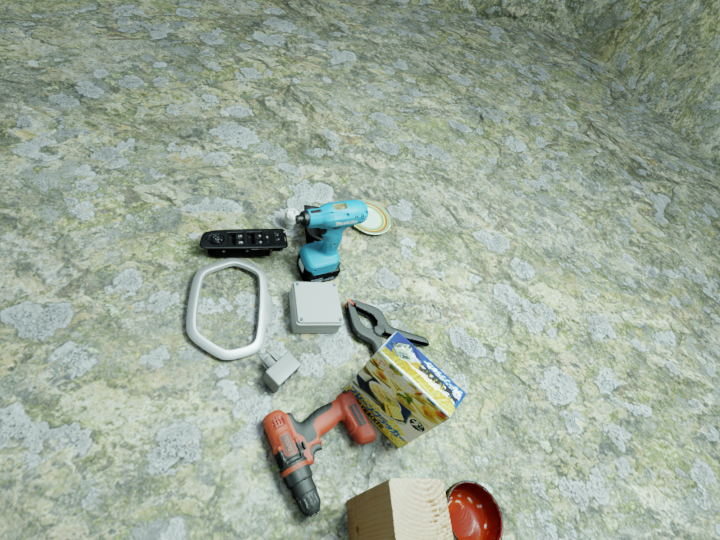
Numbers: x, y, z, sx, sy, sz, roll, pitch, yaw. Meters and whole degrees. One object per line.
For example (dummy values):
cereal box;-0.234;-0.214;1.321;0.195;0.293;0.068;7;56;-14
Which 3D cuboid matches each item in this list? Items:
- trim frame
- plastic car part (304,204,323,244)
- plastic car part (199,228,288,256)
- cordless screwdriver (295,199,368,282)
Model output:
trim frame;-0.283;0.077;0.927;0.180;0.027;0.257;5;52;-15
plastic car part;-0.120;-0.104;1.095;0.064;0.070;0.120;7;52;-16
plastic car part;-0.281;-0.064;1.012;0.197;0.066;0.069;0;55;-19
cordless screwdriver;-0.093;-0.061;0.955;0.154;0.247;0.077;-10;60;-28
